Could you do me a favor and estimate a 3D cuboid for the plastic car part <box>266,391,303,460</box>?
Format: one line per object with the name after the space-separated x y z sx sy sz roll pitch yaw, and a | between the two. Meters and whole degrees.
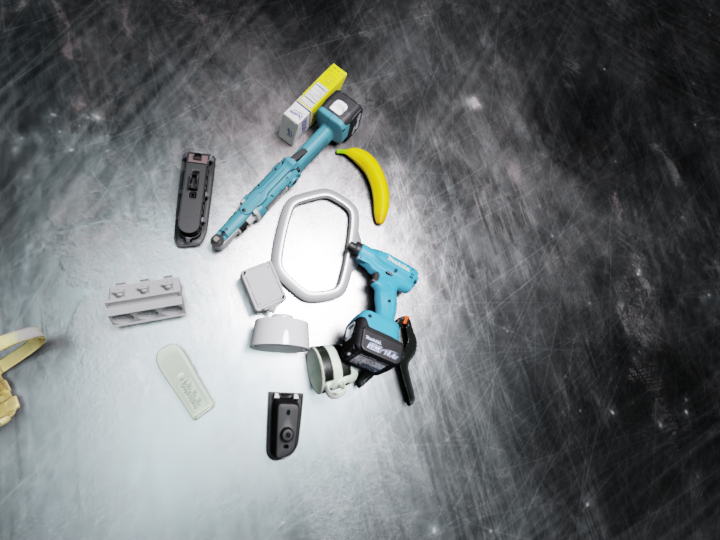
-0.133 0.278 0.749 0.065 0.071 0.118 6 72 -13 | plastic car part

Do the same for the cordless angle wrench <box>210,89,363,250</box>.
-0.155 -0.200 0.873 0.075 0.097 0.421 38 75 4 | cordless angle wrench

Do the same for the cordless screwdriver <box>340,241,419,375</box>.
0.021 0.059 0.807 0.156 0.075 0.252 28 49 -11 | cordless screwdriver

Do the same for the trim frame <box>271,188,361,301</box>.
-0.086 -0.056 0.877 0.181 0.027 0.252 11 71 -9 | trim frame

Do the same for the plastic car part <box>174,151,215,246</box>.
-0.326 -0.146 0.831 0.064 0.068 0.205 7 76 -21 | plastic car part
